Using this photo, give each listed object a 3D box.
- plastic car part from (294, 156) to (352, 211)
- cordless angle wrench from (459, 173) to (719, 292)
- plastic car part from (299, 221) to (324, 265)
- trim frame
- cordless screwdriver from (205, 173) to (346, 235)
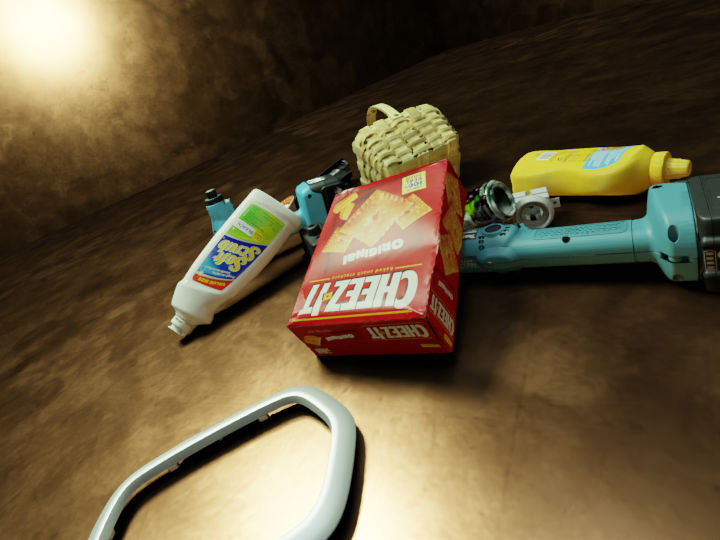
[{"bbox_3d":[-0.072,-0.181,0.952,0.070,0.064,0.200,25,47,24],"label":"plastic car part"},{"bbox_3d":[0.160,-0.026,0.482,0.442,0.072,0.097,-4,32,37],"label":"cordless angle wrench"},{"bbox_3d":[-0.066,-0.043,0.680,0.065,0.068,0.121,-27,24,-7],"label":"plastic car part"},{"bbox_3d":[-0.115,0.184,0.352,0.246,0.026,0.193,-29,29,-9],"label":"trim frame"},{"bbox_3d":[-0.148,-0.111,0.770,0.247,0.154,0.077,-23,22,-6],"label":"cordless screwdriver"}]
